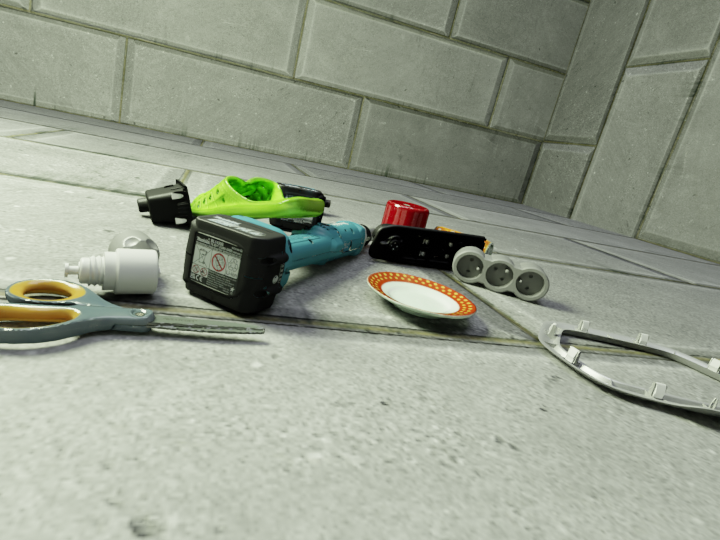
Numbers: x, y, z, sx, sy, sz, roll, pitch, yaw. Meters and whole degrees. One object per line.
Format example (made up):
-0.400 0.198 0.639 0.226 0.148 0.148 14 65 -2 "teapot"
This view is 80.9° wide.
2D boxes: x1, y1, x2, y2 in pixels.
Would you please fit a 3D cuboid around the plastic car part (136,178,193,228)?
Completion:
-0.296 -0.100 0.634 0.068 0.064 0.123 -13 23 -28 "plastic car part"

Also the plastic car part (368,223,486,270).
0.103 -0.046 0.699 0.196 0.065 0.070 4 31 -22 "plastic car part"

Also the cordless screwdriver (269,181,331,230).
-0.116 -0.134 0.845 0.155 0.074 0.257 8 13 -17 "cordless screwdriver"

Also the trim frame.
0.317 0.103 0.450 0.249 0.027 0.186 14 17 -1 "trim frame"

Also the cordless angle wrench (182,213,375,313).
-0.056 -0.037 0.572 0.102 0.074 0.411 18 15 18 "cordless angle wrench"
